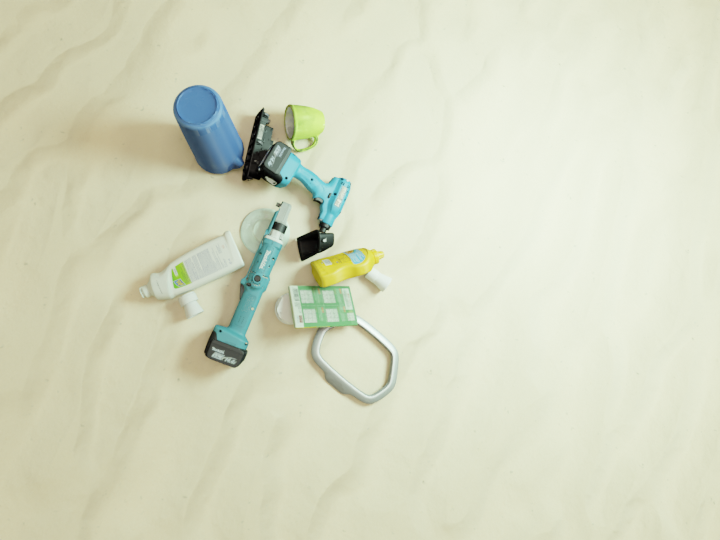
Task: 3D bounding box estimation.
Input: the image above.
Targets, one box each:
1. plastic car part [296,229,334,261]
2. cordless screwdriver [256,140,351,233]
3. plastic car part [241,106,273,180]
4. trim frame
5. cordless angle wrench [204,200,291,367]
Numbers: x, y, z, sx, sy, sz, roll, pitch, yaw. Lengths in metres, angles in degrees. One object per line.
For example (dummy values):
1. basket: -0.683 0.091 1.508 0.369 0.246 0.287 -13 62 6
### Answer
1. plastic car part: -0.107 -0.070 1.090 0.068 0.120 0.066 -8 84 -38
2. cordless screwdriver: -0.152 -0.214 1.103 0.240 0.077 0.160 28 76 -21
3. plastic car part: -0.273 -0.326 1.133 0.064 0.069 0.204 22 75 -34
4. trim frame: -0.012 0.226 1.090 0.247 0.028 0.183 40 75 -3
5. cordless angle wrench: -0.259 0.023 1.051 0.097 0.075 0.425 22 79 -7
